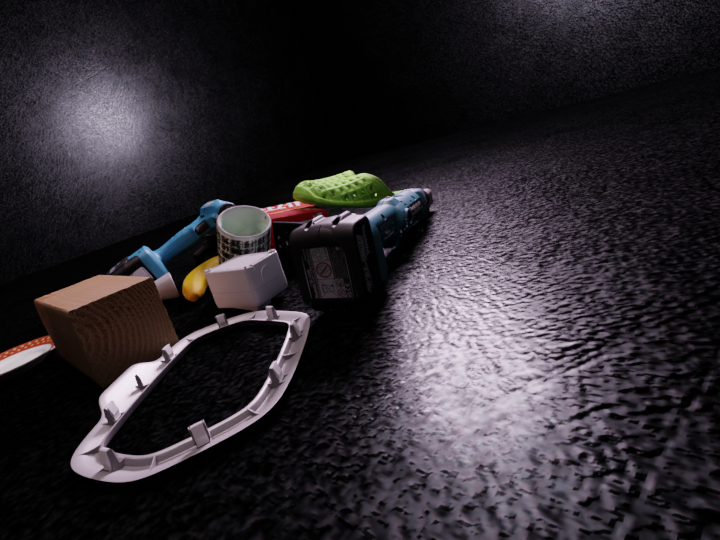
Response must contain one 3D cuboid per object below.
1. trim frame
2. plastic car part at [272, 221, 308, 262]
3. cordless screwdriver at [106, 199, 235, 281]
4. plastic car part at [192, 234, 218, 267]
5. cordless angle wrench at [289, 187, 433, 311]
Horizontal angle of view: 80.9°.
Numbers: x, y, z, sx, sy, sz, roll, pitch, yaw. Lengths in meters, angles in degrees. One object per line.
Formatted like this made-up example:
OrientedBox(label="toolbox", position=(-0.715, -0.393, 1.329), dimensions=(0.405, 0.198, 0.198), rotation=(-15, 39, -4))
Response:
OrientedBox(label="trim frame", position=(-0.139, 0.088, 0.380), dimensions=(0.187, 0.027, 0.251), rotation=(-15, 19, 10))
OrientedBox(label="plastic car part", position=(-0.063, -0.041, 0.644), dimensions=(0.064, 0.066, 0.213), rotation=(-6, 10, -34))
OrientedBox(label="cordless screwdriver", position=(-0.330, -0.043, 0.763), dimensions=(0.246, 0.072, 0.166), rotation=(-45, 24, -20))
OrientedBox(label="plastic car part", position=(-0.296, -0.027, 0.839), dimensions=(0.070, 0.064, 0.122), rotation=(-42, 25, -21))
OrientedBox(label="cordless angle wrench", position=(0.043, -0.069, 0.589), dimensions=(0.077, 0.096, 0.415), rotation=(-6, 17, 25))
